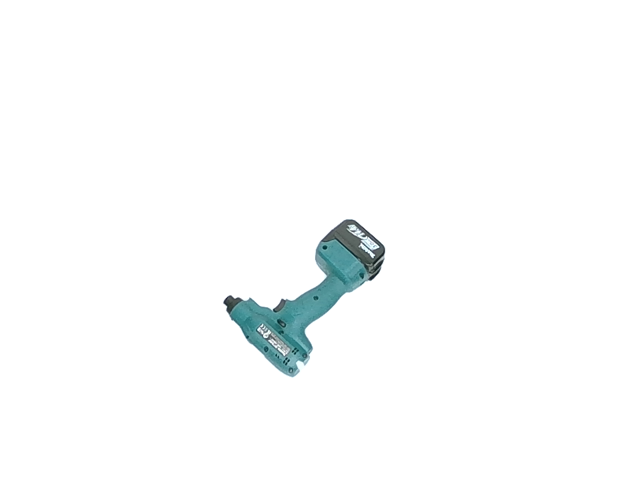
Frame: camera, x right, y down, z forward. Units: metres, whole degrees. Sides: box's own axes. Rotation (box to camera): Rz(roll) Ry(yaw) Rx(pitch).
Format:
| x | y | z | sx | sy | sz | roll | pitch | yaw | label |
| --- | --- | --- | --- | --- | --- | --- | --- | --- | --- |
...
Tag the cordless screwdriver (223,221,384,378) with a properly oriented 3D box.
| x | y | z | sx | sy | sz | roll | pitch | yaw | label |
| --- | --- | --- | --- | --- | --- | --- | --- | --- | --- |
| -0.023 | 0.073 | 0.674 | 0.159 | 0.248 | 0.074 | 38 | -17 | 17 | cordless screwdriver |
